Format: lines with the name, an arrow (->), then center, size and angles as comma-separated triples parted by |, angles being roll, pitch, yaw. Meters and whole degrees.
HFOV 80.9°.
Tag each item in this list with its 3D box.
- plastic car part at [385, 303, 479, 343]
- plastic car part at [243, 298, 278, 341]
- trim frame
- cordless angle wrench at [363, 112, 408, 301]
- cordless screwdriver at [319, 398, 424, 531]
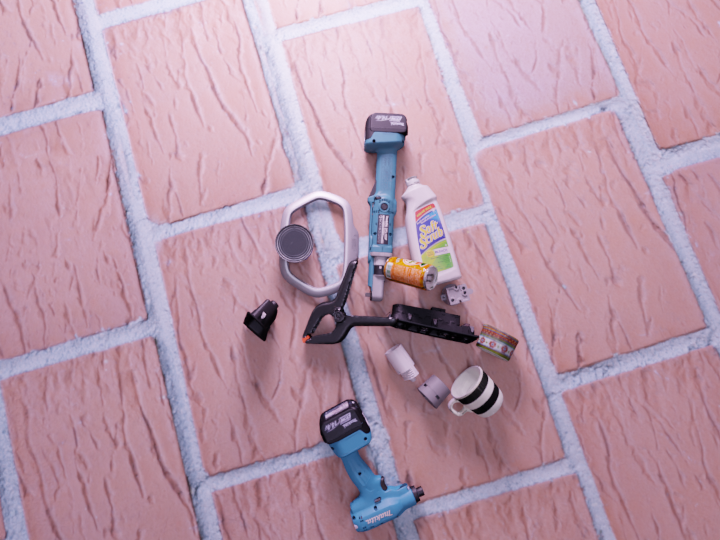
plastic car part -> 0.151, 0.112, 0.927 | 0.204, 0.065, 0.068 | 8, 74, 2
plastic car part -> -0.208, 0.098, 0.918 | 0.066, 0.116, 0.070 | 39, 60, 1
trim frame -> -0.095, -0.062, 0.975 | 0.185, 0.027, 0.251 | 0, 80, 2
cordless angle wrench -> 0.049, -0.142, 0.963 | 0.098, 0.074, 0.425 | 3, 84, -1
cordless screwdriver -> 0.019, 0.397, 0.885 | 0.159, 0.074, 0.250 | -23, 87, -3
